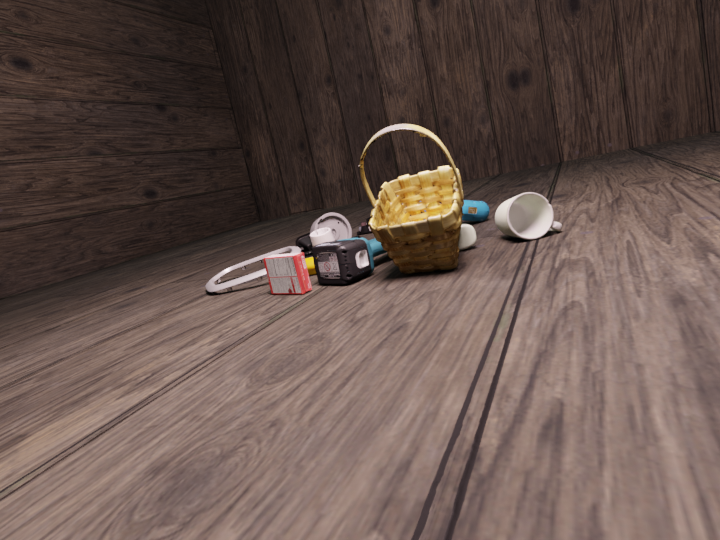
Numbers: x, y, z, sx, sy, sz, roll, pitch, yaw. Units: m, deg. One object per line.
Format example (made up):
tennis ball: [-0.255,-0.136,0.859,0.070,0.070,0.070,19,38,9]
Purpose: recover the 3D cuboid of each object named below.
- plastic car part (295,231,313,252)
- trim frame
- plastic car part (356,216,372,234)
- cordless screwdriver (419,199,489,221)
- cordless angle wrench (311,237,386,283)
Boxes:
plastic car part: [-0.118,-0.077,1.209,0.113,0.064,0.075,-23,28,-28]
trim frame: [-0.254,-0.003,0.997,0.252,0.027,0.187,-20,19,10]
plastic car part: [0.086,-0.157,1.341,0.211,0.067,0.064,-4,6,28]
cordless screwdriver: [0.196,-0.162,1.139,0.153,0.074,0.260,-1,7,-31]
cordless angle wrench: [0.077,-0.063,0.906,0.103,0.073,0.408,-2,14,45]
